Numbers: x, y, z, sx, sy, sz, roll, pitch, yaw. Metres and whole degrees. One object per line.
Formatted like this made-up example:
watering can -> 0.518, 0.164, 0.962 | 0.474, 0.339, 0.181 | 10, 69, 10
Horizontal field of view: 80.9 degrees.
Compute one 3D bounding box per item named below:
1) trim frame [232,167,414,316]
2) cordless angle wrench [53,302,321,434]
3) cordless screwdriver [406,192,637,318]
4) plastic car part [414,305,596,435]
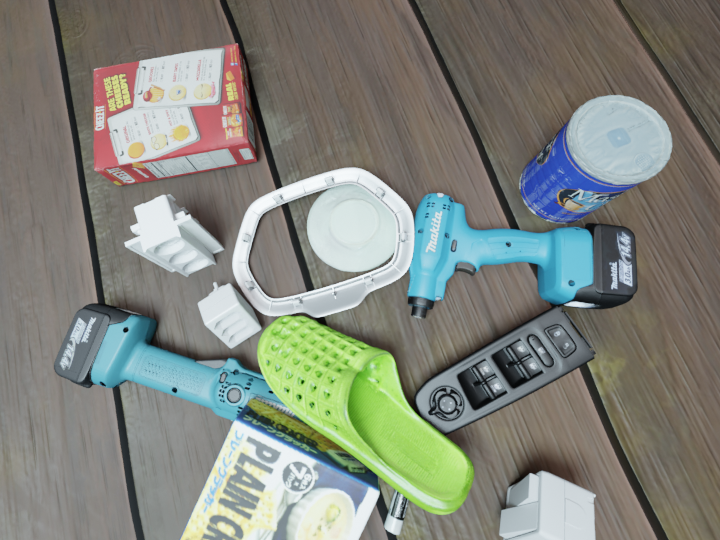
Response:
trim frame -> -0.054, -0.035, 0.552 | 0.251, 0.027, 0.187 | -17, 78, 7
cordless angle wrench -> -0.147, 0.145, 0.509 | 0.428, 0.073, 0.098 | 16, 78, 6
cordless screwdriver -> 0.184, 0.001, 0.519 | 0.254, 0.072, 0.160 | 11, 77, 11
plastic car part -> 0.153, 0.118, 0.491 | 0.203, 0.066, 0.067 | -31, 85, 0
